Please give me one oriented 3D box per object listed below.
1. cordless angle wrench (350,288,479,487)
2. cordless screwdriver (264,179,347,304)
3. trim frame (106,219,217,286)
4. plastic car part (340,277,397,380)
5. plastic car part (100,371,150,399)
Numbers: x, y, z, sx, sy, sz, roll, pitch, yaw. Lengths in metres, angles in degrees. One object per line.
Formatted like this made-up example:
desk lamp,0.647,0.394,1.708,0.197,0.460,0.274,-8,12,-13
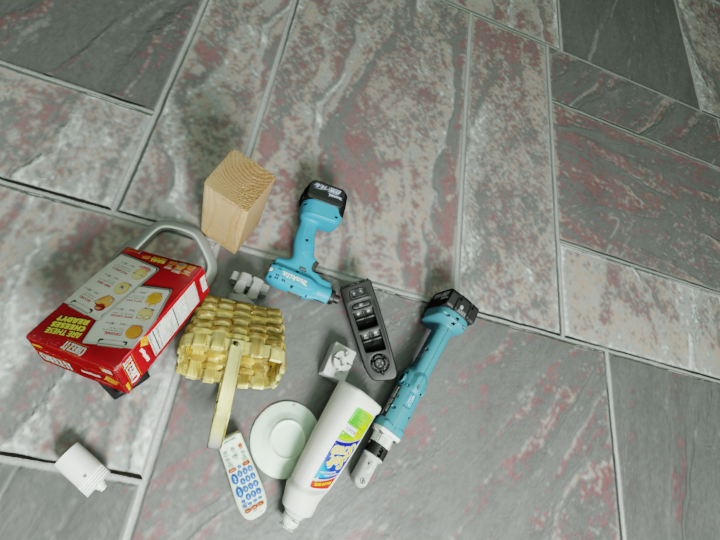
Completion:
cordless angle wrench,0.101,0.225,0.839,0.073,0.099,0.422,38,67,-8
cordless screwdriver,-0.088,-0.058,0.900,0.156,0.075,0.251,22,69,-10
trim frame,-0.387,0.013,0.804,0.183,0.028,0.249,32,65,-4
plastic car part,0.017,0.124,0.862,0.066,0.066,0.207,-17,76,-5
plastic car part,-0.409,0.153,0.701,0.065,0.113,0.074,-34,62,-26
